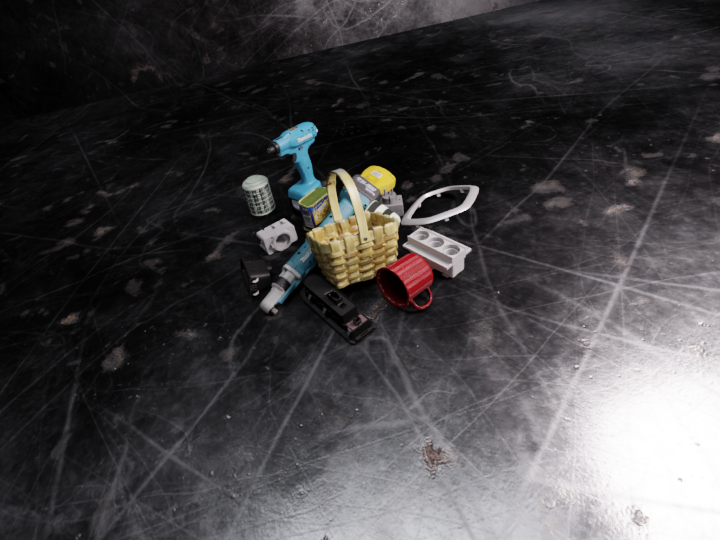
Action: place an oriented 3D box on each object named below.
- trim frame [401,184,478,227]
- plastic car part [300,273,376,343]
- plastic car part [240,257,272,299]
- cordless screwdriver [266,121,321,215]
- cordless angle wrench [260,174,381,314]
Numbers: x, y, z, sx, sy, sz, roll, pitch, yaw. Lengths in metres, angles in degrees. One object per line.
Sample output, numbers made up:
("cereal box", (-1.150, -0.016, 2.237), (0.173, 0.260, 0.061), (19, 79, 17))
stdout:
("trim frame", (0.193, -0.162, 1.046), (0.191, 0.027, 0.247), (-8, 27, 29))
("plastic car part", (-0.061, 0.067, 0.878), (0.065, 0.064, 0.215), (-39, 43, -19))
("plastic car part", (-0.244, 0.006, 1.007), (0.069, 0.064, 0.122), (-8, 34, -19))
("cordless screwdriver", (-0.170, -0.259, 1.144), (0.078, 0.240, 0.156), (21, 44, 33))
("cordless angle wrench", (-0.099, -0.065, 1.011), (0.099, 0.074, 0.421), (36, 62, 2))
